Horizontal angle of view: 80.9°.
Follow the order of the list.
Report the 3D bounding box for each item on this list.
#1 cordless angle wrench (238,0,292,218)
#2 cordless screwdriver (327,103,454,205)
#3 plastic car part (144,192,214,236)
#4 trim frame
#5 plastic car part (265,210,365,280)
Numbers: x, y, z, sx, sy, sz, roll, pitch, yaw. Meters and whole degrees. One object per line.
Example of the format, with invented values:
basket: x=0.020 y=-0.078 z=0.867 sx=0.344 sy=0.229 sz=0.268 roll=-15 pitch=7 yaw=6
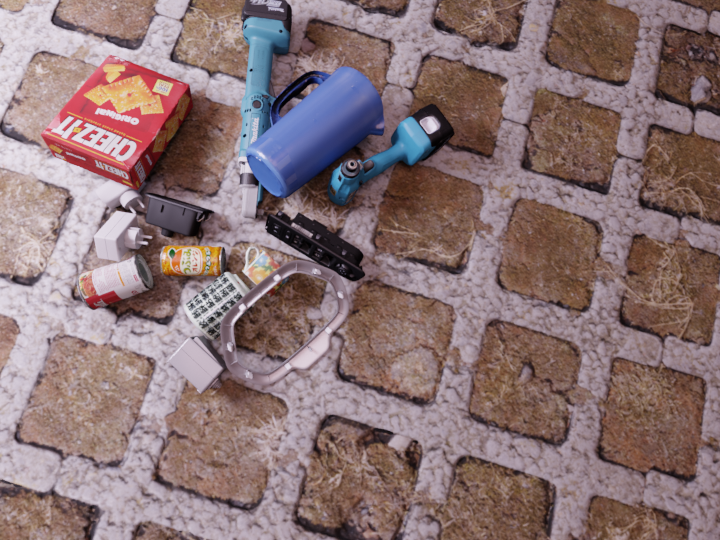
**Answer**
cordless angle wrench: x=-0.195 y=-0.308 z=0.809 sx=0.097 sy=0.075 sz=0.426 roll=5 pitch=83 yaw=-9
cordless screwdriver: x=0.053 y=-0.212 z=0.760 sx=0.247 sy=0.159 sz=0.075 roll=-34 pitch=89 yaw=-11
plastic car part: x=-0.338 y=-0.095 z=0.771 sx=0.117 sy=0.066 sz=0.071 roll=14 pitch=95 yaw=1
trim frame: x=-0.126 y=0.092 z=0.733 sx=0.247 sy=0.029 sz=0.176 roll=-41 pitch=116 yaw=-11
plastic car part: x=-0.076 y=-0.050 z=0.778 sx=0.204 sy=0.066 sz=0.067 roll=35 pitch=54 yaw=4
